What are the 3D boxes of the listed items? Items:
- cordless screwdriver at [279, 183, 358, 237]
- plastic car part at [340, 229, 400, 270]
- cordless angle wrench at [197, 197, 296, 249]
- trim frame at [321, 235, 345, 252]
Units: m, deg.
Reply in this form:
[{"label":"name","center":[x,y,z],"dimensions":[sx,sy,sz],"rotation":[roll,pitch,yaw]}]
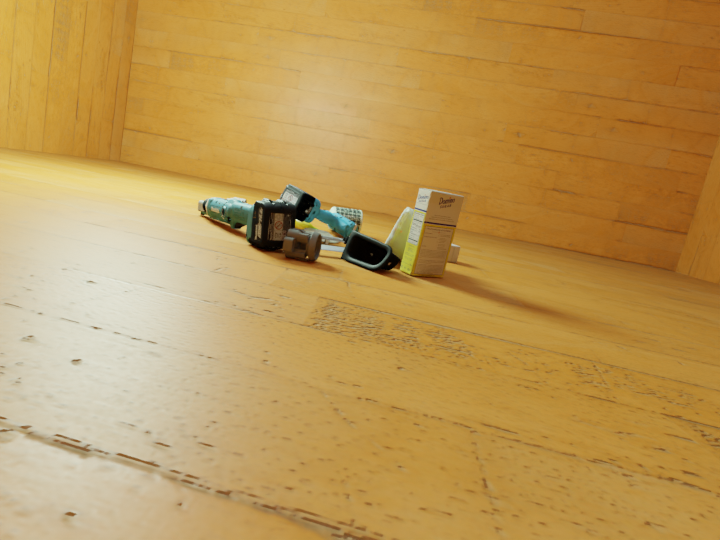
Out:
[{"label":"cordless screwdriver","center":[-0.131,-0.169,1.208],"dimensions":[0.169,0.074,0.235],"rotation":[35,9,41]},{"label":"plastic car part","center":[0.029,-0.029,0.860],"dimensions":[0.123,0.066,0.067],"rotation":[24,2,40]},{"label":"cordless angle wrench","center":[-0.293,-0.132,0.979],"dimensions":[0.071,0.097,0.447],"rotation":[-1,12,-39]},{"label":"trim frame","center":[-0.095,-0.062,0.973],"dimensions":[0.239,0.027,0.193],"rotation":[4,14,-25]}]
